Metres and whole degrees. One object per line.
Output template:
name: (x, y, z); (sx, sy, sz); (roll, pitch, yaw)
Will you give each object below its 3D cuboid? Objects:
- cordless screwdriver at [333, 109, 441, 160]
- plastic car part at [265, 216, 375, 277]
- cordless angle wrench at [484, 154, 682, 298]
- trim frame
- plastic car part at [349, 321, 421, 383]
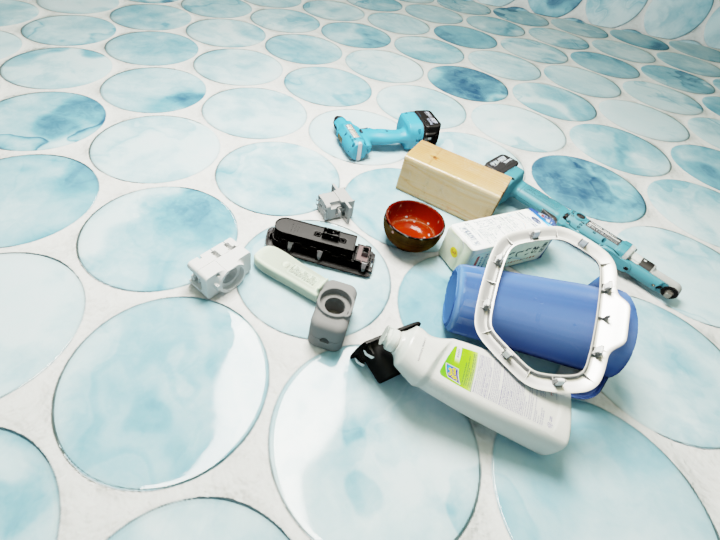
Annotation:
cordless screwdriver: (0.060, -0.351, 1.056); (0.244, 0.072, 0.167); (-12, 49, -15)
plastic car part: (-0.073, -0.048, 0.749); (0.206, 0.065, 0.067); (13, 52, 7)
cordless angle wrench: (0.434, -0.092, 0.866); (0.095, 0.073, 0.443); (-30, 59, -33)
trim frame: (0.261, 0.041, 0.577); (0.189, 0.027, 0.250); (19, 64, 13)
plastic car part: (0.056, 0.123, 0.607); (0.113, 0.066, 0.073); (-13, 66, -26)
